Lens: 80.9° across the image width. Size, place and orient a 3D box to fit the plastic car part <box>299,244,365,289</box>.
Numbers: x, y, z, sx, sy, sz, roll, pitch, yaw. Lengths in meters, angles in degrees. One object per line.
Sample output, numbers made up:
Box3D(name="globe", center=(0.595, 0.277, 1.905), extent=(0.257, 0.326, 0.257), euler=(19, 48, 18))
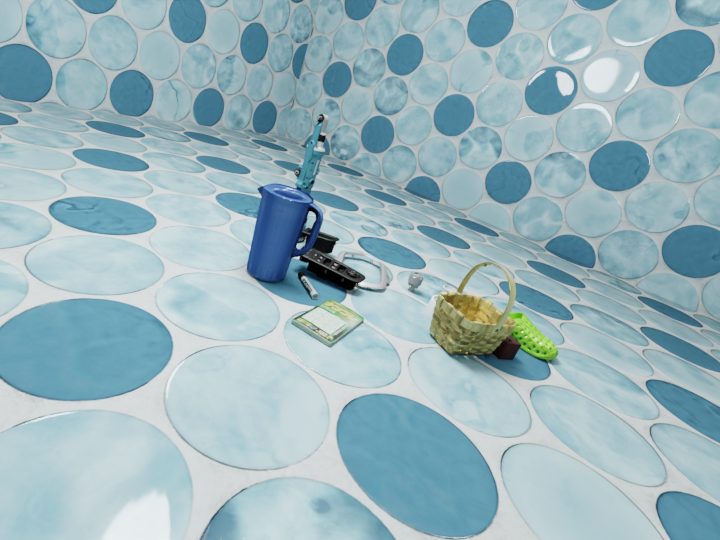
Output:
Box3D(name="plastic car part", center=(-0.087, 0.000, 1.206), extent=(0.208, 0.066, 0.065), euler=(22, 21, 11))

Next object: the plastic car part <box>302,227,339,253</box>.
Box3D(name="plastic car part", center=(-0.135, -0.088, 1.378), extent=(0.119, 0.070, 0.065), euler=(22, 21, 9))

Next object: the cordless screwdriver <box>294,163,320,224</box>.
Box3D(name="cordless screwdriver", center=(-0.218, -0.254, 1.476), extent=(0.076, 0.246, 0.157), euler=(23, 21, 9))

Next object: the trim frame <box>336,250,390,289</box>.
Box3D(name="trim frame", center=(0.009, -0.004, 1.343), extent=(0.184, 0.027, 0.251), euler=(17, 21, -2))

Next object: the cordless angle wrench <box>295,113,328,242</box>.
Box3D(name="cordless angle wrench", center=(-0.175, -0.291, 1.362), extent=(0.078, 0.419, 0.094), euler=(32, 23, 30))
